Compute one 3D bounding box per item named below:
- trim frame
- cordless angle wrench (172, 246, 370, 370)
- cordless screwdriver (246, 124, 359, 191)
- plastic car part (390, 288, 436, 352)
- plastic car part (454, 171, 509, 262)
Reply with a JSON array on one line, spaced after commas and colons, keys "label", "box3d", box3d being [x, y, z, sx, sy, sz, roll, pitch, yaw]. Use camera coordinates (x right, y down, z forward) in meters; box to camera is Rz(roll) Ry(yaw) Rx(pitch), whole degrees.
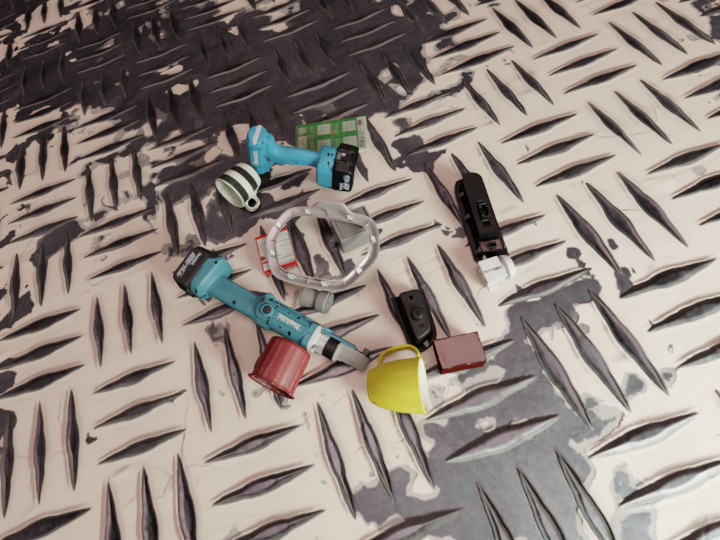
[{"label": "trim frame", "box3d": [-0.083, -0.054, 0.846, 0.259, 0.026, 0.185, 10, 71, 25]}, {"label": "cordless angle wrench", "box3d": [-0.176, 0.082, 0.824, 0.439, 0.071, 0.098, 25, 70, 19]}, {"label": "cordless screwdriver", "box3d": [-0.134, -0.240, 0.960, 0.249, 0.157, 0.075, 14, 69, -1]}, {"label": "plastic car part", "box3d": [0.101, 0.082, 0.768, 0.066, 0.068, 0.121, -17, 59, 1]}, {"label": "plastic car part", "box3d": [0.238, -0.119, 0.853, 0.067, 0.064, 0.210, -14, 59, 9]}]
